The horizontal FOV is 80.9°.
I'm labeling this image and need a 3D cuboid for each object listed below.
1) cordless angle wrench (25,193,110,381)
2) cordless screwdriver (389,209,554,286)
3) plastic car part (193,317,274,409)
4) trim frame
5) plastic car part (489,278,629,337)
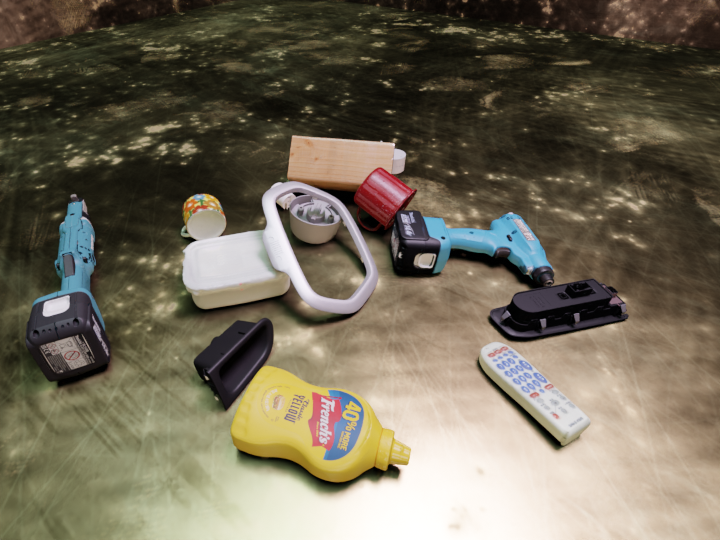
[{"bbox_3d":[-0.462,-0.013,0.685,0.072,0.095,0.447,-17,40,-21],"label":"cordless angle wrench"},{"bbox_3d":[0.181,-0.033,0.703,0.246,0.072,0.165,-1,41,-7],"label":"cordless screwdriver"},{"bbox_3d":[-0.173,0.110,0.560,0.074,0.063,0.116,5,36,26],"label":"plastic car part"},{"bbox_3d":[-0.066,-0.043,0.677,0.176,0.028,0.256,-9,65,-38],"label":"trim frame"},{"bbox_3d":[0.294,0.051,0.616,0.200,0.065,0.069,-12,50,-9],"label":"plastic car part"}]
